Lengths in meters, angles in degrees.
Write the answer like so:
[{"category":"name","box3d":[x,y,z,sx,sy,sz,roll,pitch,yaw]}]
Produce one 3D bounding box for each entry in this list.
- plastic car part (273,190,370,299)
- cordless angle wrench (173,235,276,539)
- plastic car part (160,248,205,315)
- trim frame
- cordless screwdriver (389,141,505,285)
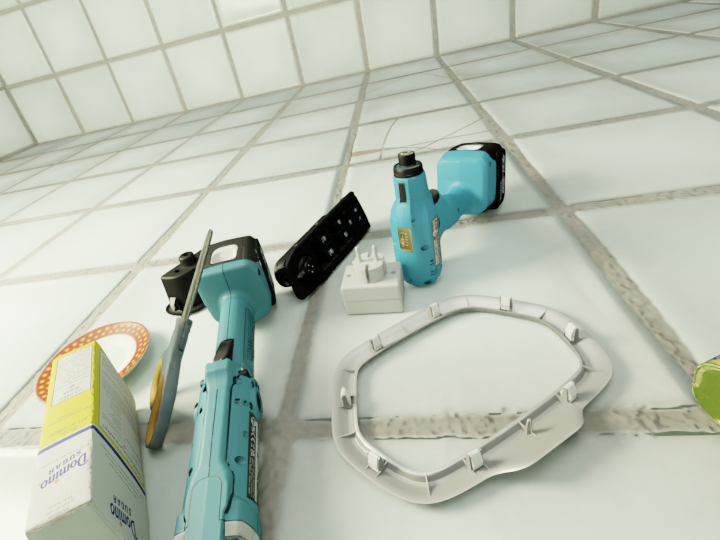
[{"category":"plastic car part","box3d":[-0.058,-0.038,0.593,0.070,0.064,0.202,-7,31,31]},{"category":"cordless angle wrench","box3d":[-0.113,0.116,0.360,0.074,0.094,0.440,-15,36,-3]},{"category":"plastic car part","box3d":[-0.224,0.004,0.587,0.069,0.068,0.114,12,37,38]},{"category":"trim frame","box3d":[0.087,0.089,0.367,0.244,0.026,0.194,-24,34,-19]},{"category":"cordless screwdriver","box3d":[0.113,-0.109,0.545,0.078,0.154,0.245,10,36,34]}]
